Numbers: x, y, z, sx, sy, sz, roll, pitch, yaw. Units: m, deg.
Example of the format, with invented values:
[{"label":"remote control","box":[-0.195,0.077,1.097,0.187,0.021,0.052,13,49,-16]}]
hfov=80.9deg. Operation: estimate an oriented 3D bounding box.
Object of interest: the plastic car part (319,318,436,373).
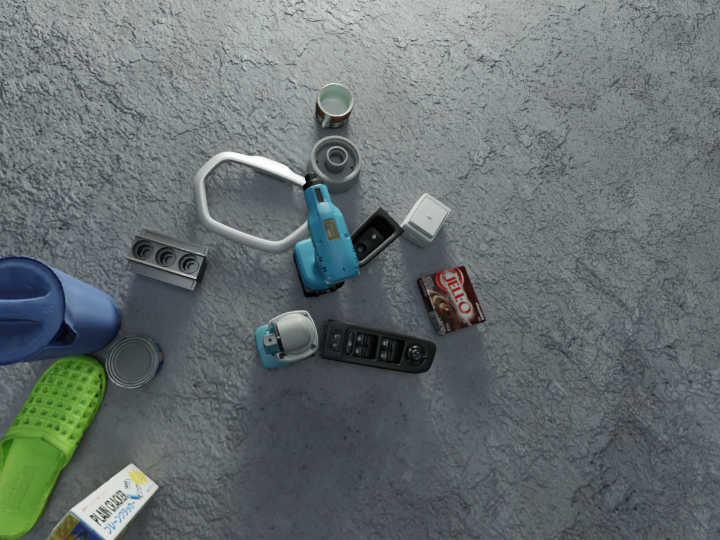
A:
[{"label":"plastic car part","box":[0.029,0.137,0.742,0.202,0.067,0.067,11,76,-4]}]

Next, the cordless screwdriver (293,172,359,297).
[{"label":"cordless screwdriver","box":[-0.067,-0.044,0.684,0.073,0.249,0.162,-15,81,-13]}]

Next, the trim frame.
[{"label":"trim frame","box":[-0.198,-0.134,0.807,0.248,0.027,0.185,18,75,-1]}]

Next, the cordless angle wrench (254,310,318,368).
[{"label":"cordless angle wrench","box":[-0.095,0.091,0.557,0.096,0.423,0.075,-15,82,-14]}]

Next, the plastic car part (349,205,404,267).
[{"label":"plastic car part","box":[0.012,-0.052,0.786,0.116,0.071,0.067,-43,87,-14]}]
